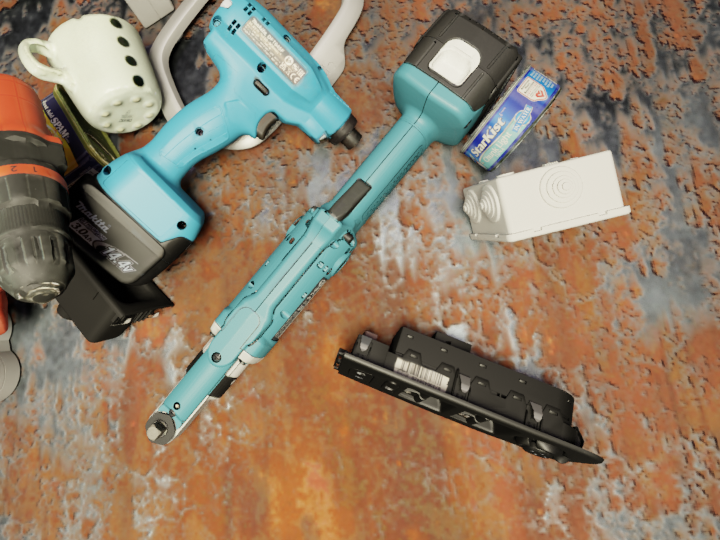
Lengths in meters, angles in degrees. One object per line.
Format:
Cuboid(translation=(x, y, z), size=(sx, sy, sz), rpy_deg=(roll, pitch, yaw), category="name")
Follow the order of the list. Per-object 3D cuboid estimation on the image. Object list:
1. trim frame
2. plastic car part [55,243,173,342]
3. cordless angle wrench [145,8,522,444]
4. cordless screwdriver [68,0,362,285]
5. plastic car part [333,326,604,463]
Cuboid(translation=(-0.107, -0.234, 0.431), size=(0.188, 0.027, 0.248), rpy_deg=(33, 82, 10), category="trim frame")
Cuboid(translation=(-0.243, 0.019, 0.383), size=(0.119, 0.064, 0.071), rpy_deg=(39, 99, 12), category="plastic car part")
Cuboid(translation=(-0.035, -0.023, 0.360), size=(0.076, 0.096, 0.423), rpy_deg=(40, 89, 6), category="cordless angle wrench")
Cuboid(translation=(-0.124, -0.093, 0.372), size=(0.154, 0.077, 0.248), rpy_deg=(41, 89, -18), category="cordless screwdriver")
Cuboid(translation=(0.082, 0.094, 0.341), size=(0.207, 0.065, 0.067), rpy_deg=(24, 57, 9), category="plastic car part")
